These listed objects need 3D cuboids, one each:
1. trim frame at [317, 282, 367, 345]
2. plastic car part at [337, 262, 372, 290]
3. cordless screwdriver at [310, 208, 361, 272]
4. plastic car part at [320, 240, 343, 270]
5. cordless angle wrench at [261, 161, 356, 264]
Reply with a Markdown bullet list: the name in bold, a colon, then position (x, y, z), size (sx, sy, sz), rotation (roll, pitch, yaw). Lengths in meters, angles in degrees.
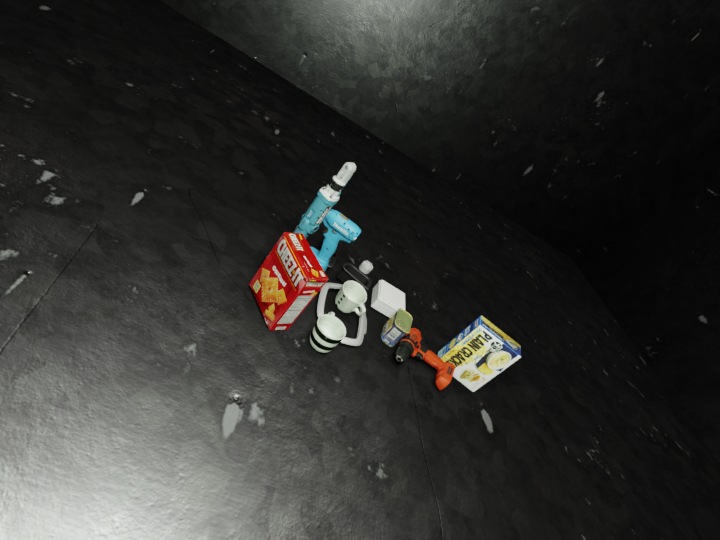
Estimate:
- **trim frame**: position (-0.052, 0.130, 1.307), size (0.180, 0.027, 0.254), rotation (28, 32, -14)
- **plastic car part**: position (-0.028, 0.032, 1.423), size (0.116, 0.071, 0.066), rotation (37, 31, -1)
- **cordless screwdriver**: position (-0.128, -0.083, 1.304), size (0.159, 0.250, 0.074), rotation (38, 31, -2)
- **plastic car part**: position (-0.110, -0.065, 1.477), size (0.065, 0.067, 0.206), rotation (31, 31, -12)
- **cordless angle wrench**: position (-0.141, -0.135, 1.189), size (0.077, 0.425, 0.094), rotation (51, 32, 17)
